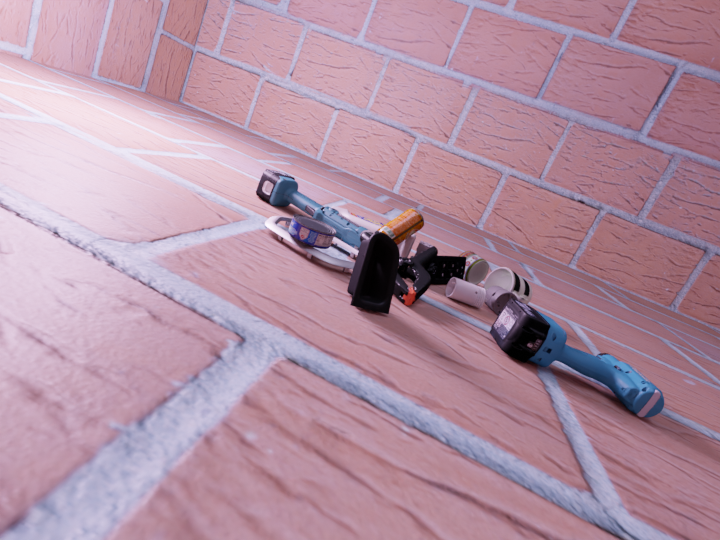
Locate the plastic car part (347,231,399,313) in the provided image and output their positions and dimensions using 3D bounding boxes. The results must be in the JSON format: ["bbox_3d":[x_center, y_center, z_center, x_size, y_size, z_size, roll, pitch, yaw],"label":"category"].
[{"bbox_3d":[0.014,0.001,0.658,0.063,0.117,0.073,16,-7,-26],"label":"plastic car part"}]

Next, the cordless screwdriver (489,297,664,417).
[{"bbox_3d":[0.351,0.135,0.715,0.251,0.074,0.159,27,15,3],"label":"cordless screwdriver"}]

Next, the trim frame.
[{"bbox_3d":[-0.082,-0.054,0.842,0.260,0.027,0.177,28,18,26],"label":"trim frame"}]

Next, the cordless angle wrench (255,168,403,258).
[{"bbox_3d":[-0.075,-0.120,0.995,0.444,0.074,0.094,34,19,28],"label":"cordless angle wrench"}]

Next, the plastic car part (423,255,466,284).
[{"bbox_3d":[0.175,-0.007,0.962,0.071,0.066,0.193,21,13,33],"label":"plastic car part"}]
